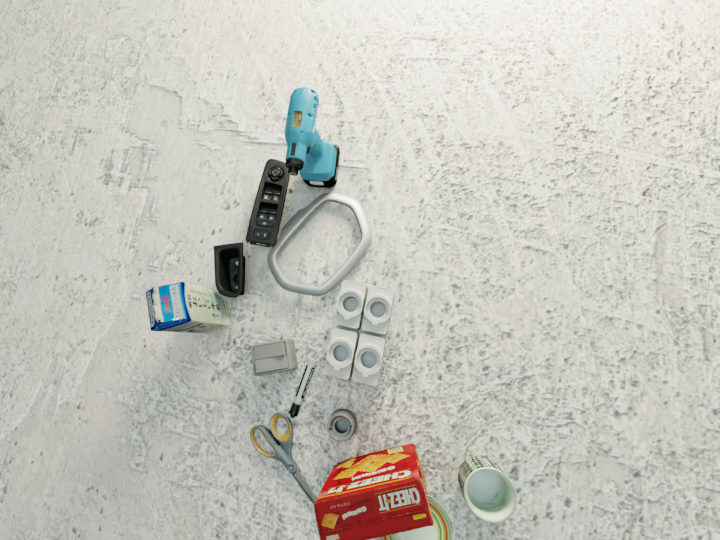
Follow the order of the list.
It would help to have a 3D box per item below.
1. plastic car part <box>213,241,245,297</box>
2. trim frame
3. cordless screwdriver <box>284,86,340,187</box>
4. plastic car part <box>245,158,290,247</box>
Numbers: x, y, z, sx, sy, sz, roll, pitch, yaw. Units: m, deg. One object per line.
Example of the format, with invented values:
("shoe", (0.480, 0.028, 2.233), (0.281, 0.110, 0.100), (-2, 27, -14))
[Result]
("plastic car part", (-0.273, 0.006, 0.911), (0.067, 0.069, 0.118), (-8, 76, 6))
("trim frame", (-0.089, -0.058, 0.914), (0.190, 0.027, 0.248), (39, 86, 16))
("cordless screwdriver", (-0.099, -0.228, 0.844), (0.076, 0.242, 0.161), (6, 79, 7))
("plastic car part", (-0.195, -0.147, 0.935), (0.068, 0.065, 0.205), (7, 78, 9))
